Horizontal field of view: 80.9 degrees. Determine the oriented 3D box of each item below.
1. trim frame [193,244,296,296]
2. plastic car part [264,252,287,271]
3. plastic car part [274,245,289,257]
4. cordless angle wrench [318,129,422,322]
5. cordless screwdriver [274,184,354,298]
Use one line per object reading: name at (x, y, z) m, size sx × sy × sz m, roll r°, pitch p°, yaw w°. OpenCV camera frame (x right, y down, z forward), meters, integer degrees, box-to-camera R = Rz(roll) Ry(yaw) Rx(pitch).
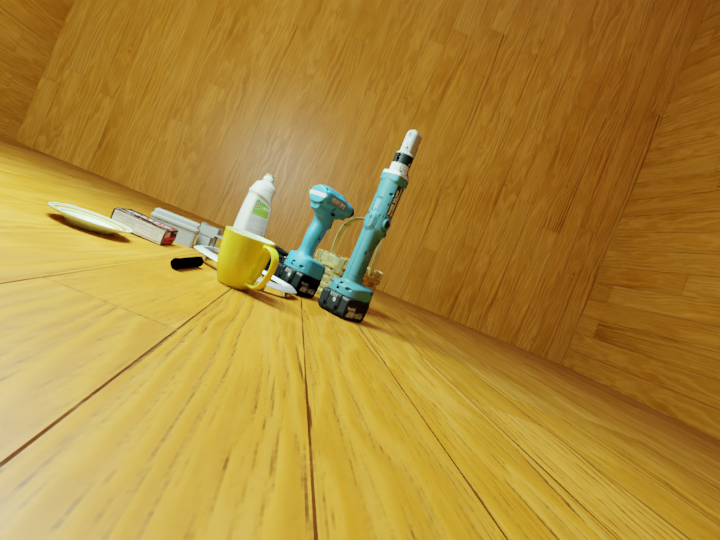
trim frame at (-0.240, -0.001, 0.879) m, size 0.262 × 0.027 × 0.175 m, roll 23°, pitch 1°, yaw 32°
plastic car part at (-0.233, -0.023, 1.078) m, size 0.215 × 0.067 × 0.062 m, roll 23°, pitch 1°, yaw 42°
plastic car part at (-0.259, -0.038, 1.241) m, size 0.063 × 0.071 × 0.122 m, roll 22°, pitch 0°, yaw -27°
cordless angle wrench at (0.036, -0.101, 0.896) m, size 0.078 × 0.423 × 0.092 m, roll 22°, pitch 0°, yaw 37°
cordless screwdriver at (-0.096, -0.063, 0.980) m, size 0.078 × 0.249 × 0.151 m, roll 22°, pitch 0°, yaw 31°
